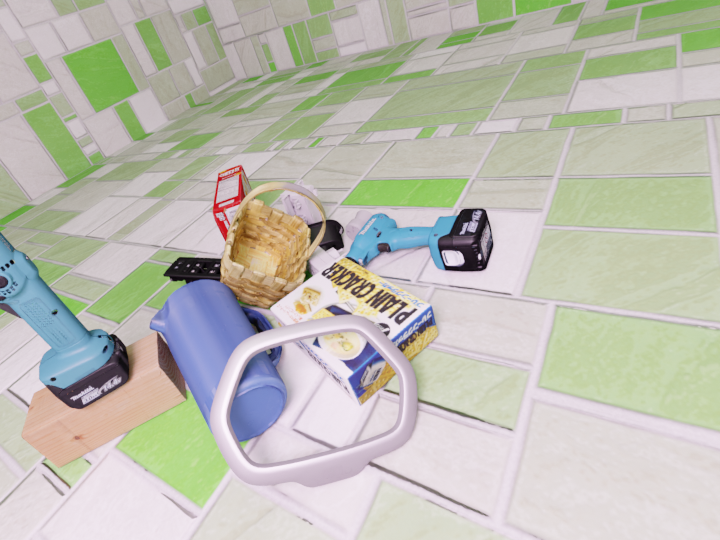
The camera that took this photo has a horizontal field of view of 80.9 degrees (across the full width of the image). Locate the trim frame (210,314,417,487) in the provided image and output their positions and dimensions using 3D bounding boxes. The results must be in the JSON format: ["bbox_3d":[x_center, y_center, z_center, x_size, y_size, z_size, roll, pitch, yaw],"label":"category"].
[{"bbox_3d":[-0.052,0.152,0.502,0.245,0.027,0.189,-12,72,-11],"label":"trim frame"}]

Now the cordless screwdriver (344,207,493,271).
[{"bbox_3d":[0.092,-0.042,0.746,0.261,0.071,0.158,5,42,38],"label":"cordless screwdriver"}]

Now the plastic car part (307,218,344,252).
[{"bbox_3d":[-0.085,-0.056,0.874,0.117,0.063,0.074,-16,49,1],"label":"plastic car part"}]

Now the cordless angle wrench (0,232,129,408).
[{"bbox_3d":[-0.432,0.004,0.510,0.097,0.405,0.078,-29,36,-15],"label":"cordless angle wrench"}]

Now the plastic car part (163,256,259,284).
[{"bbox_3d":[-0.306,0.012,0.883,0.209,0.065,0.066,-2,28,19],"label":"plastic car part"}]
